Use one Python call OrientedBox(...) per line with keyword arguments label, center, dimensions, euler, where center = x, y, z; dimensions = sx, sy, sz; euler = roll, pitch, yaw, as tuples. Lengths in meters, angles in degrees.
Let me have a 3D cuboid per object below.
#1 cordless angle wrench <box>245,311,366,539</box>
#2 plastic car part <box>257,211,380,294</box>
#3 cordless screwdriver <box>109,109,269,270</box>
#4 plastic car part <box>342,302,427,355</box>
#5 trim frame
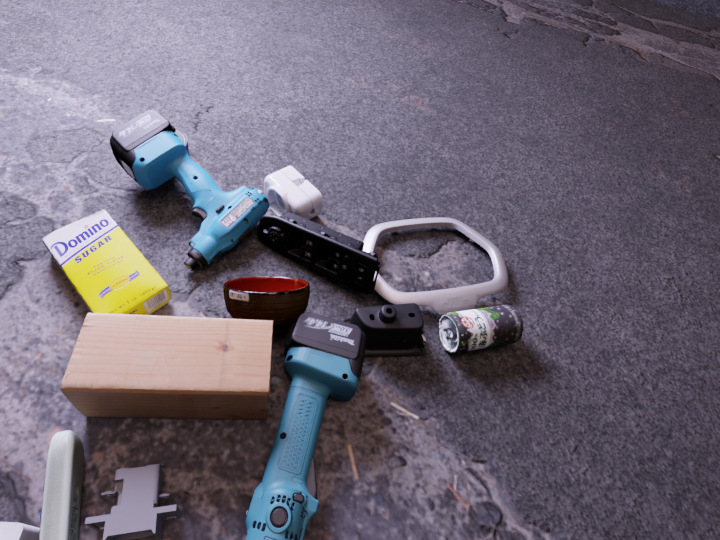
OrientedBox(label="cordless angle wrench", center=(-0.080, 0.246, 0.421), dimensions=(0.098, 0.073, 0.430), euler=(14, 54, 0))
OrientedBox(label="plastic car part", center=(-0.062, -0.041, 0.637), dimensions=(0.209, 0.064, 0.067), euler=(21, 46, 15))
OrientedBox(label="cordless screwdriver", center=(-0.281, -0.123, 0.653), dimensions=(0.252, 0.074, 0.158), euler=(38, 65, 5))
OrientedBox(label="plastic car part", center=(0.037, 0.073, 0.571), dimensions=(0.114, 0.070, 0.068), euler=(1, 51, -14))
OrientedBox(label="trim frame", center=(0.116, -0.015, 0.675), dimensions=(0.242, 0.027, 0.192), euler=(-7, 51, -17))
